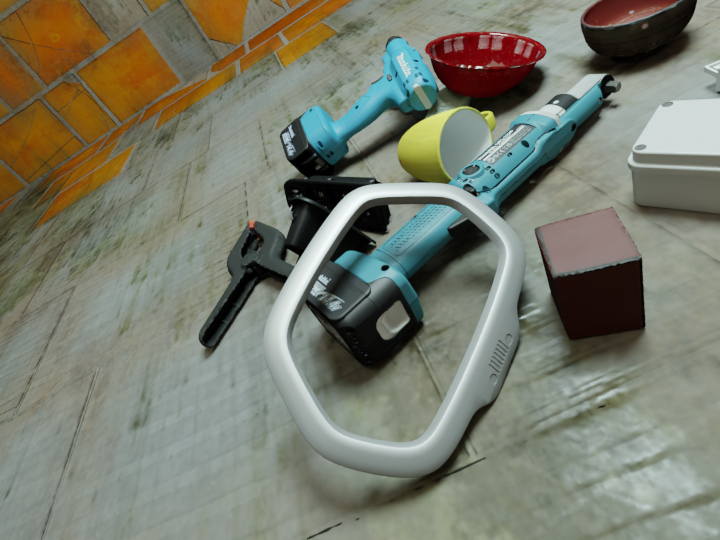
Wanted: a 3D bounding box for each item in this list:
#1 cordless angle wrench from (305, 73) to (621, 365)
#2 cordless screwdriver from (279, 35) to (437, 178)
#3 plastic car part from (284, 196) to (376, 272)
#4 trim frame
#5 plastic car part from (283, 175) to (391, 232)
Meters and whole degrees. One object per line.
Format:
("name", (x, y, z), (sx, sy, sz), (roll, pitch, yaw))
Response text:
("cordless angle wrench", (0.123, -0.083, 0.443), (0.420, 0.071, 0.103), (-42, 38, -12))
("cordless screwdriver", (-0.013, -0.261, 0.673), (0.253, 0.070, 0.165), (-29, 53, 22))
("plastic car part", (-0.048, -0.031, 0.491), (0.069, 0.110, 0.071), (12, 80, 44))
("trim frame", (0.033, 0.030, 0.338), (0.189, 0.027, 0.249), (25, 68, 12))
("plastic car part", (-0.034, -0.106, 0.588), (0.214, 0.063, 0.066), (12, 46, 44))
